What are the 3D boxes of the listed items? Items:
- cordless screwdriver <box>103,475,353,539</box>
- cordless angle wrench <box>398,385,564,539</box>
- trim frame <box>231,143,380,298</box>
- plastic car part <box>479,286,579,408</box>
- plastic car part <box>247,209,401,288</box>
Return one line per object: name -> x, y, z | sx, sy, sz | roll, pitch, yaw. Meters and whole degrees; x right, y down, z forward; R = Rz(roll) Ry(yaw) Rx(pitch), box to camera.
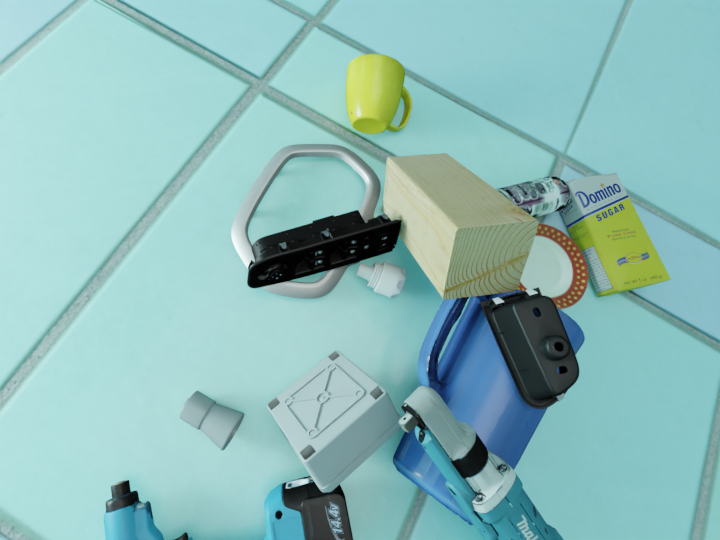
cordless screwdriver -> -0.136, 0.272, 0.435 | 0.246, 0.073, 0.163 | -15, 74, -9
cordless angle wrench -> 0.164, 0.271, 0.392 | 0.097, 0.076, 0.415 | -38, 101, -19
trim frame -> -0.070, -0.078, 0.593 | 0.185, 0.027, 0.250 | 24, 67, 2
plastic car part -> 0.176, 0.071, 0.413 | 0.066, 0.069, 0.120 | -15, 68, -1
plastic car part -> -0.052, -0.034, 0.537 | 0.200, 0.065, 0.069 | -21, 67, -14
